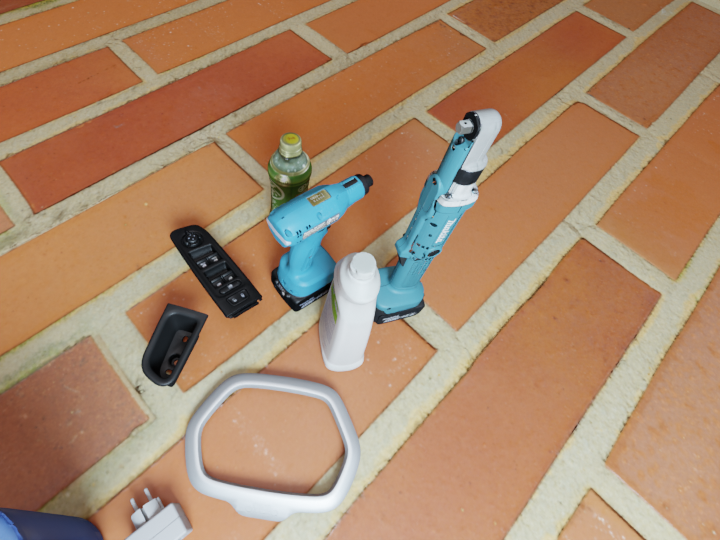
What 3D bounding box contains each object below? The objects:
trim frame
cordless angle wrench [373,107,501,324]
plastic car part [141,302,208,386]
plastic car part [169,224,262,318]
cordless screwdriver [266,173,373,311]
[{"bbox_3d":[-0.124,0.243,0.598,0.248,0.027,0.188,7,59,-1],"label":"trim frame"},{"bbox_3d":[0.084,-0.044,0.564,0.096,0.415,0.077,-11,64,-16],"label":"cordless angle wrench"},{"bbox_3d":[-0.278,0.120,0.633,0.066,0.069,0.118,14,59,0],"label":"plastic car part"},{"bbox_3d":[-0.246,0.001,0.710,0.065,0.066,0.211,-34,68,-24],"label":"plastic car part"},{"bbox_3d":[-0.063,-0.041,0.648,0.156,0.244,0.077,-32,71,-24],"label":"cordless screwdriver"}]
